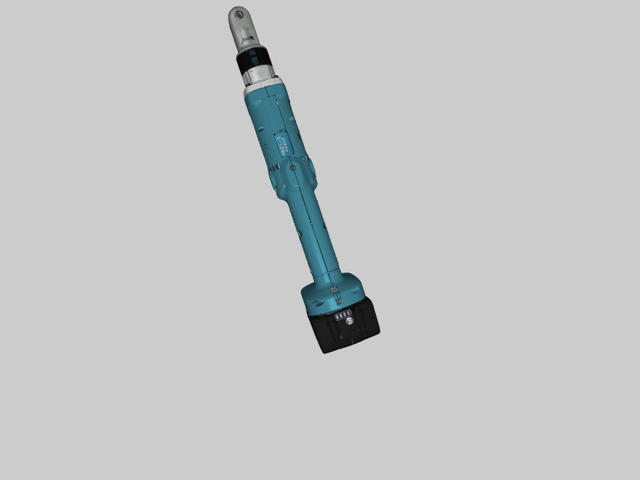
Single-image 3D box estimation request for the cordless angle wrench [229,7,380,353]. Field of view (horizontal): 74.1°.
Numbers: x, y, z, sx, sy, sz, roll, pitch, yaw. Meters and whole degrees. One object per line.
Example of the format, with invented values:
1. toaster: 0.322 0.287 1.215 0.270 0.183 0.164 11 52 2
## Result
1. cordless angle wrench: -0.034 -0.078 0.518 0.074 0.423 0.098 -19 2 -6
